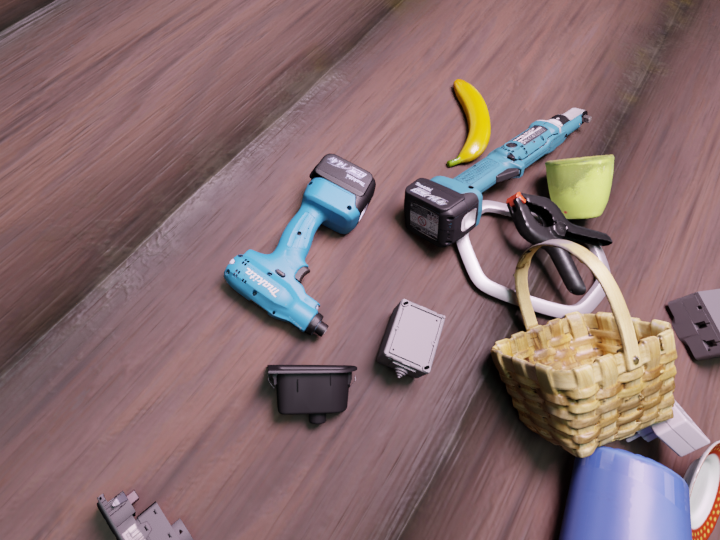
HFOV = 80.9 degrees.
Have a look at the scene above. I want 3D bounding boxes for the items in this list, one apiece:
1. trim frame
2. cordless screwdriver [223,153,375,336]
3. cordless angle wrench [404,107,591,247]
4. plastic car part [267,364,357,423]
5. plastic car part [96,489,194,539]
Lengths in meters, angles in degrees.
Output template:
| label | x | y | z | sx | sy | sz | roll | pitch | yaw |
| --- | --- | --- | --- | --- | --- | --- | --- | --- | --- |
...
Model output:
| label | x | y | z | sx | sy | sz | roll | pitch | yaw |
| --- | --- | --- | --- | --- | --- | --- | --- | --- | --- |
| trim frame | 0.267 | -0.024 | 0.658 | 0.250 | 0.027 | 0.186 | 16 | 66 | 4 |
| cordless screwdriver | -0.060 | -0.039 | 0.609 | 0.162 | 0.073 | 0.248 | 33 | 70 | 8 |
| cordless angle wrench | 0.247 | -0.182 | 0.699 | 0.416 | 0.071 | 0.104 | -35 | 49 | -24 |
| plastic car part | -0.061 | 0.154 | 0.531 | 0.115 | 0.066 | 0.071 | 5 | 81 | -8 |
| plastic car part | -0.201 | 0.315 | 0.442 | 0.065 | 0.066 | 0.209 | -23 | 66 | -44 |
